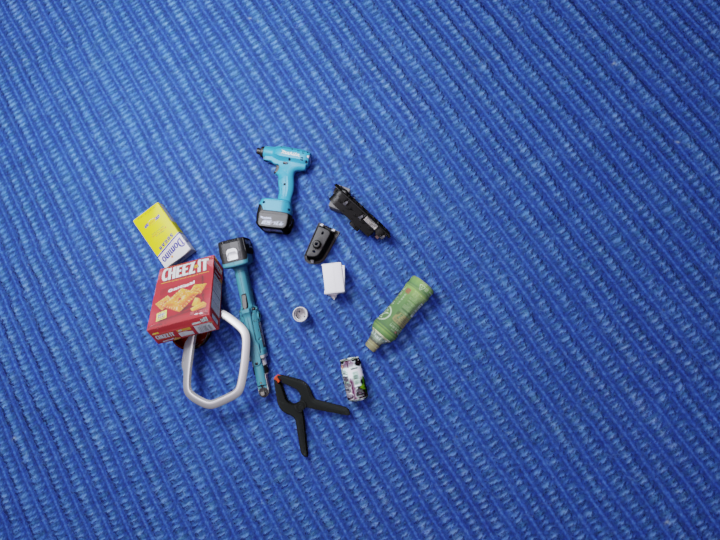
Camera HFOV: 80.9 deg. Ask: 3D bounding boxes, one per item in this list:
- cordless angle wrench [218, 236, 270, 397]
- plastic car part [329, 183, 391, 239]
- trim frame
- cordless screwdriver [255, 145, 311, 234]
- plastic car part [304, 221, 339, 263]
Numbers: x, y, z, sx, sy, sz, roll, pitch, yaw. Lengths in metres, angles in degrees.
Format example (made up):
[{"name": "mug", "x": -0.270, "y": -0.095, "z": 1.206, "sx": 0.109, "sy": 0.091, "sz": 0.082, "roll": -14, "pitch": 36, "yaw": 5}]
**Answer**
[{"name": "cordless angle wrench", "x": -0.297, "y": 0.124, "z": 1.134, "sx": 0.075, "sy": 0.097, "sz": 0.426, "roll": -13, "pitch": 85, "yaw": 1}, {"name": "plastic car part", "x": -0.009, "y": -0.150, "z": 1.123, "sx": 0.068, "sy": 0.067, "sz": 0.198, "roll": -40, "pitch": 104, "yaw": 20}, {"name": "trim frame", "x": -0.374, "y": 0.225, "z": 1.085, "sx": 0.187, "sy": 0.027, "sz": 0.250, "roll": 3, "pitch": 84, "yaw": 8}, {"name": "cordless screwdriver", "x": -0.240, "y": -0.232, "z": 1.185, "sx": 0.161, "sy": 0.073, "sz": 0.250, "roll": 11, "pitch": 79, "yaw": 7}, {"name": "plastic car part", "x": -0.112, "y": -0.073, "z": 1.147, "sx": 0.067, "sy": 0.069, "sz": 0.117, "roll": 25, "pitch": 82, "yaw": 7}]
